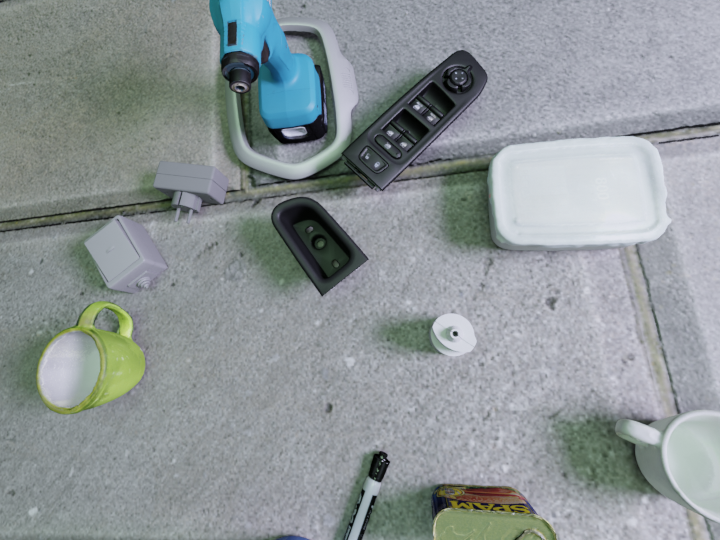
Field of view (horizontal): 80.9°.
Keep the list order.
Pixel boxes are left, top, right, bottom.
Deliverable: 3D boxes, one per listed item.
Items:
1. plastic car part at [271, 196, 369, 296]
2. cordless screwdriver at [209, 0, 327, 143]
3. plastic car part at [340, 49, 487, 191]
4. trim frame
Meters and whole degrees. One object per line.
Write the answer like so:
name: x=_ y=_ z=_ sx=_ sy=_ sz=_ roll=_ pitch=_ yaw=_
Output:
plastic car part: x=-0.049 y=-0.032 z=0.502 sx=0.066 sy=0.069 sz=0.120 roll=-38 pitch=74 yaw=0
cordless screwdriver: x=-0.093 y=-0.212 z=0.463 sx=0.075 sy=0.242 sz=0.161 roll=-5 pitch=78 yaw=6
plastic car part: x=0.071 y=-0.177 z=0.513 sx=0.203 sy=0.065 sz=0.068 roll=-45 pitch=75 yaw=-1
trim frame: x=-0.097 y=-0.241 z=0.583 sx=0.186 sy=0.027 sz=0.253 roll=-12 pitch=75 yaw=9
